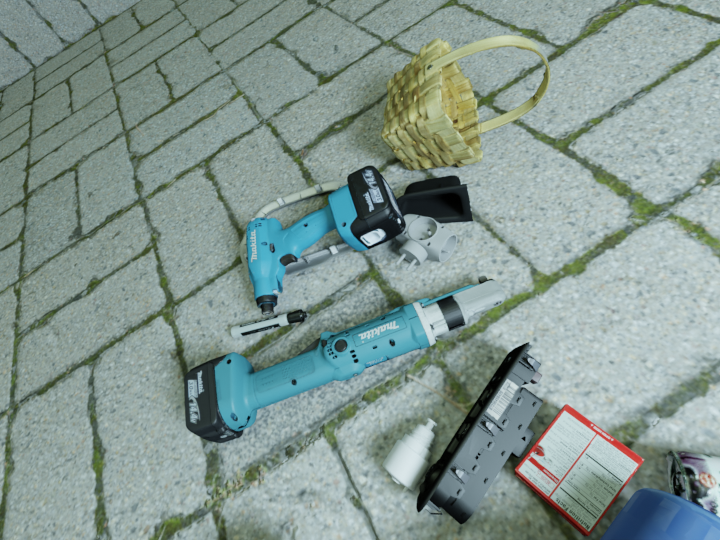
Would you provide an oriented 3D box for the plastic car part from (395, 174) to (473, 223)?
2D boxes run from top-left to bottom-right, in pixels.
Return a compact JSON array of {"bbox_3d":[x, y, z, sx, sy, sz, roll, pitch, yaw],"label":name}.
[{"bbox_3d":[0.108,-0.113,0.643,0.121,0.063,0.071,-1,43,26],"label":"plastic car part"}]

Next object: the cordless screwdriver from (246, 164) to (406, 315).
[{"bbox_3d":[-0.061,-0.040,0.620,0.254,0.070,0.164,-21,59,20],"label":"cordless screwdriver"}]

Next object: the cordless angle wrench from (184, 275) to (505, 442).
[{"bbox_3d":[-0.020,0.105,0.544,0.426,0.071,0.102,-22,53,6],"label":"cordless angle wrench"}]

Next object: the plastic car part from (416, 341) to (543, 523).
[{"bbox_3d":[0.131,0.173,0.441,0.069,0.065,0.202,41,77,10],"label":"plastic car part"}]

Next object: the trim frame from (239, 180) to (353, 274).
[{"bbox_3d":[-0.097,-0.072,0.719,0.252,0.026,0.191,-16,54,11],"label":"trim frame"}]
